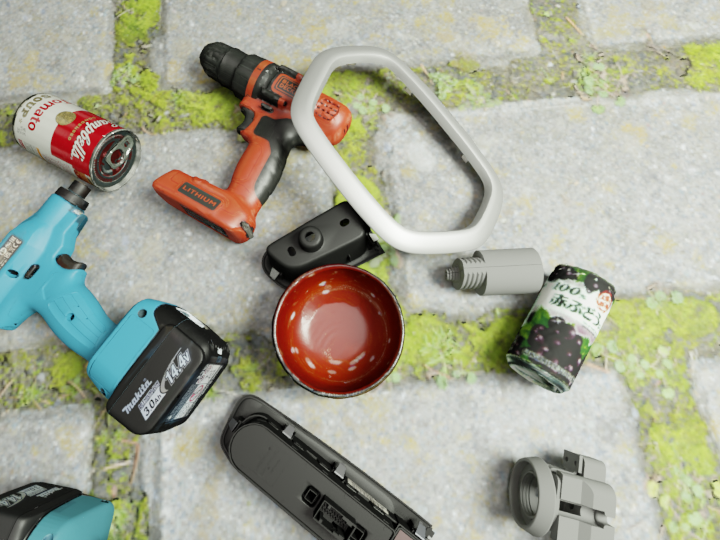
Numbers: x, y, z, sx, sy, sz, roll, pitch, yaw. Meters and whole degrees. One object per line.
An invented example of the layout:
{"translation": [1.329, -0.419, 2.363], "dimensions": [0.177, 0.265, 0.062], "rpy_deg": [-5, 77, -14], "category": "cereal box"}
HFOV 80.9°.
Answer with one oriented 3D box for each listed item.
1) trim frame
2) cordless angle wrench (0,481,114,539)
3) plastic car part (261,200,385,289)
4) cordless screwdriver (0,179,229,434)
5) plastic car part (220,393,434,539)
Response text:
{"translation": [0.040, -0.123, 0.417], "dimensions": [0.181, 0.027, 0.252], "rpy_deg": [-37, 83, -26], "category": "trim frame"}
{"translation": [-0.083, 0.258, 0.320], "dimensions": [0.425, 0.096, 0.075], "rpy_deg": [13, 74, 2], "category": "cordless angle wrench"}
{"translation": [-0.039, -0.026, 0.401], "dimensions": [0.115, 0.070, 0.068], "rpy_deg": [-28, 77, -9], "category": "plastic car part"}
{"translation": [-0.236, 0.025, 0.395], "dimensions": [0.255, 0.072, 0.159], "rpy_deg": [28, 78, 12], "category": "cordless screwdriver"}
{"translation": [-0.038, 0.187, 0.351], "dimensions": [0.208, 0.065, 0.066], "rpy_deg": [34, 86, 12], "category": "plastic car part"}
